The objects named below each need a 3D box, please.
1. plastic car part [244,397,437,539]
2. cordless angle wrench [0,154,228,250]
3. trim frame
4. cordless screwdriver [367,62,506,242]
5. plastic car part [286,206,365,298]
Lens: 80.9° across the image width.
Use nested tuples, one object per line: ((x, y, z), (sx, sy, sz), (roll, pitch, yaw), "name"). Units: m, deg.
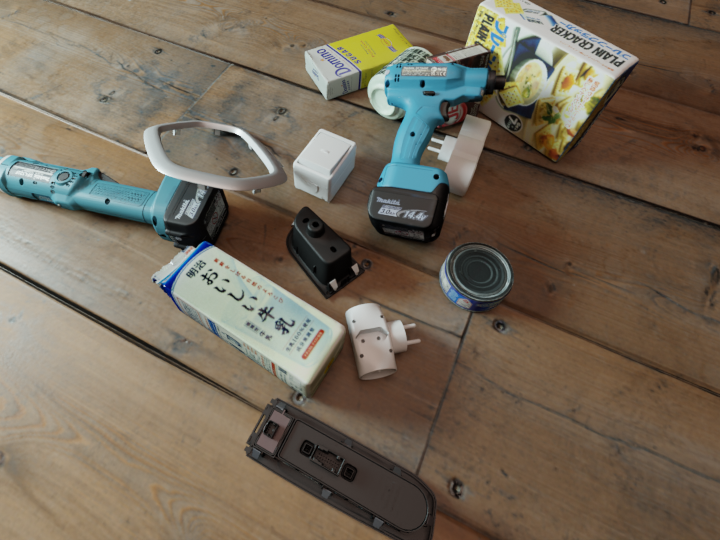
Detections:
((-0.016, 0.197, 0.419), (0.207, 0.065, 0.066), (26, 56, 10), "plastic car part")
((-0.399, -0.116, 0.593), (0.430, 0.072, 0.099), (12, 61, 9), "cordless angle wrench")
((-0.199, -0.163, 0.587), (0.177, 0.027, 0.263), (-8, 36, -29), "trim frame")
((0.098, -0.164, 0.563), (0.164, 0.071, 0.251), (7, 78, 16), "cordless screwdriver")
((-0.053, -0.035, 0.543), (0.065, 0.069, 0.121), (-34, 70, -21), "plastic car part")
